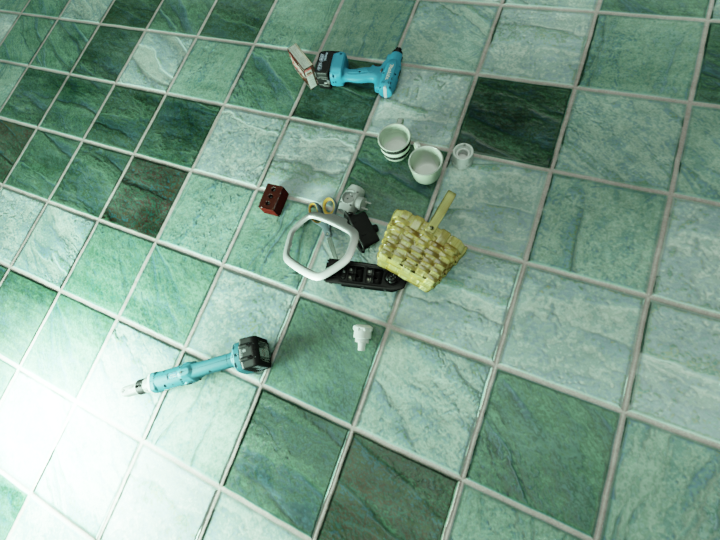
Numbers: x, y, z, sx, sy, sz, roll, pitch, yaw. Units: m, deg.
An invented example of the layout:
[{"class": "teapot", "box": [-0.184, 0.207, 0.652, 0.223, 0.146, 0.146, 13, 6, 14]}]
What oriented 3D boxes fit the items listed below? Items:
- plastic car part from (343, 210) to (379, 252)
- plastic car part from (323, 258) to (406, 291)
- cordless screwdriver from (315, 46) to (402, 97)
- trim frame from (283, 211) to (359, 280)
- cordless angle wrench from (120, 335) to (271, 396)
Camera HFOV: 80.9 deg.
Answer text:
[{"class": "plastic car part", "box": [0.009, -0.105, 1.104, 0.070, 0.064, 0.120, -26, 70, -11]}, {"class": "plastic car part", "box": [0.014, 0.022, 1.048, 0.207, 0.064, 0.067, 5, 55, 12]}, {"class": "cordless screwdriver", "box": [-0.002, -0.611, 1.267, 0.256, 0.072, 0.160, 14, 76, 15]}, {"class": "trim frame", "box": [-0.107, -0.070, 1.091, 0.263, 0.026, 0.184, 26, 80, 44]}, {"class": "cordless angle wrench", "box": [-0.437, 0.263, 1.084, 0.429, 0.093, 0.077, -18, 67, 12]}]
